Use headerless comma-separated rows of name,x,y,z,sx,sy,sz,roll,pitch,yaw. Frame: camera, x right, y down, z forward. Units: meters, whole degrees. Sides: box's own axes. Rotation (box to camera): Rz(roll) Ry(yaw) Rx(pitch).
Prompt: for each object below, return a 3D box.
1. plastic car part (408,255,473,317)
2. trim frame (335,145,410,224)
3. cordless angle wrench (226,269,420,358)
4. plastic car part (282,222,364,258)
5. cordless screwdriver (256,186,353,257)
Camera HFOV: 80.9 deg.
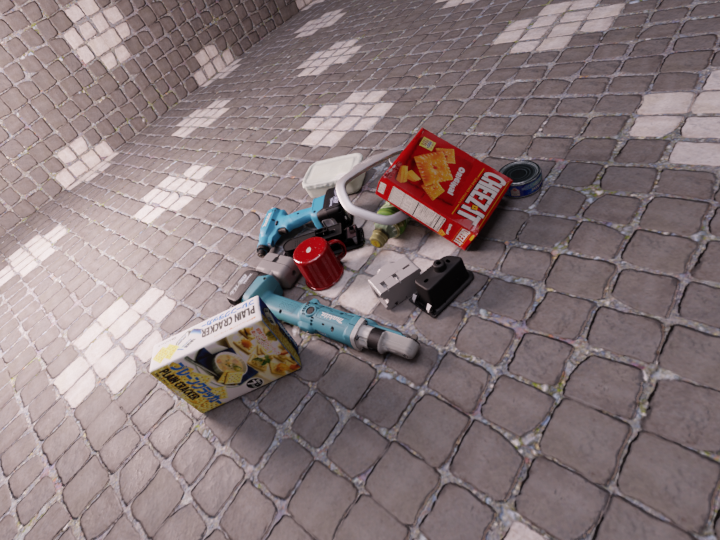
plastic car part,0.141,0.014,0.751,0.116,0.067,0.070,-42,43,-11
trim frame,0.065,-0.187,0.909,0.245,0.027,0.192,-35,65,-18
cordless angle wrench,-0.086,0.090,0.809,0.446,0.071,0.098,13,56,36
plastic car part,-0.095,-0.062,0.976,0.207,0.063,0.069,-19,48,16
cordless screwdriver,-0.145,-0.113,1.046,0.257,0.070,0.162,-12,44,25
